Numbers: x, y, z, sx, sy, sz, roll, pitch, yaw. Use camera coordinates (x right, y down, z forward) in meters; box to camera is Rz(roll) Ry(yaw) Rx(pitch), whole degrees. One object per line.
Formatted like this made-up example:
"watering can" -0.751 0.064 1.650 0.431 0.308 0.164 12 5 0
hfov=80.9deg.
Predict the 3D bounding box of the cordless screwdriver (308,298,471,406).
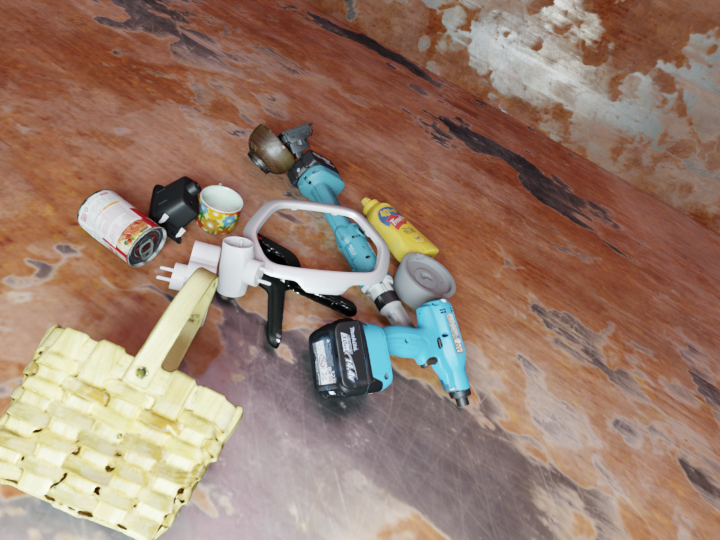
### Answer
"cordless screwdriver" 0.056 0.132 0.596 0.238 0.076 0.163 -4 72 -34

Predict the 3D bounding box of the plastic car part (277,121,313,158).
"plastic car part" -0.146 -0.276 0.917 0.066 0.065 0.211 -31 22 -11

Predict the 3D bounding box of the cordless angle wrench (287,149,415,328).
"cordless angle wrench" -0.016 -0.057 0.786 0.093 0.075 0.443 17 36 -50

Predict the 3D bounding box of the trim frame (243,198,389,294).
"trim frame" -0.067 -0.044 0.690 0.241 0.027 0.191 5 50 -19

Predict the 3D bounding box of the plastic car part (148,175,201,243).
"plastic car part" -0.288 -0.113 0.675 0.062 0.072 0.122 51 16 -45
